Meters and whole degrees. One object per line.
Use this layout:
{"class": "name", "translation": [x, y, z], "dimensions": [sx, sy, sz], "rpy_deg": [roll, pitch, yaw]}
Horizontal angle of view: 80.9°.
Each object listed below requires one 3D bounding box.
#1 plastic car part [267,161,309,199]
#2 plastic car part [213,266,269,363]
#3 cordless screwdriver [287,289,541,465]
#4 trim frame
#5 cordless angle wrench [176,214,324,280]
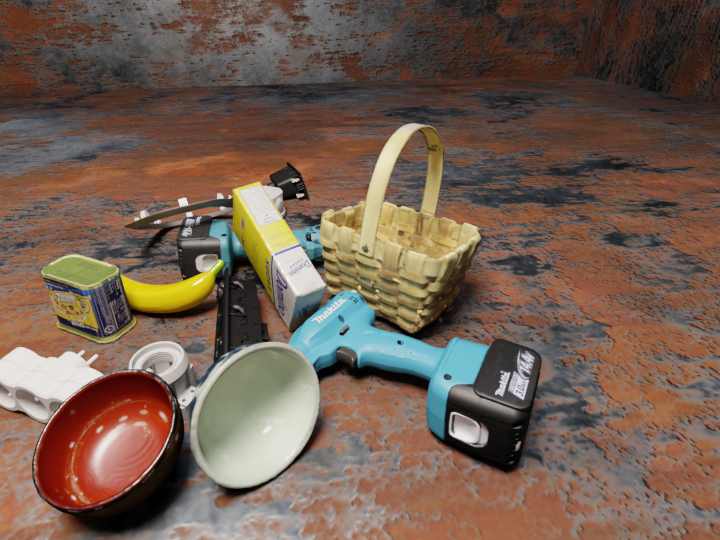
{"class": "plastic car part", "translation": [-0.167, -0.191, 0.928], "dimensions": [0.070, 0.063, 0.123], "rpy_deg": [-25, 34, -14]}
{"class": "plastic car part", "translation": [-0.146, 0.063, 0.507], "dimensions": [0.065, 0.065, 0.213], "rpy_deg": [0, 30, -21]}
{"class": "cordless screwdriver", "translation": [0.035, 0.105, 0.427], "dimensions": [0.262, 0.072, 0.156], "rpy_deg": [17, 35, 32]}
{"class": "trim frame", "translation": [-0.285, -0.100, 0.715], "dimensions": [0.185, 0.027, 0.249], "rpy_deg": [-14, 6, 1]}
{"class": "cordless angle wrench", "translation": [-0.066, -0.043, 0.673], "dimensions": [0.418, 0.072, 0.102], "rpy_deg": [-3, 31, -8]}
